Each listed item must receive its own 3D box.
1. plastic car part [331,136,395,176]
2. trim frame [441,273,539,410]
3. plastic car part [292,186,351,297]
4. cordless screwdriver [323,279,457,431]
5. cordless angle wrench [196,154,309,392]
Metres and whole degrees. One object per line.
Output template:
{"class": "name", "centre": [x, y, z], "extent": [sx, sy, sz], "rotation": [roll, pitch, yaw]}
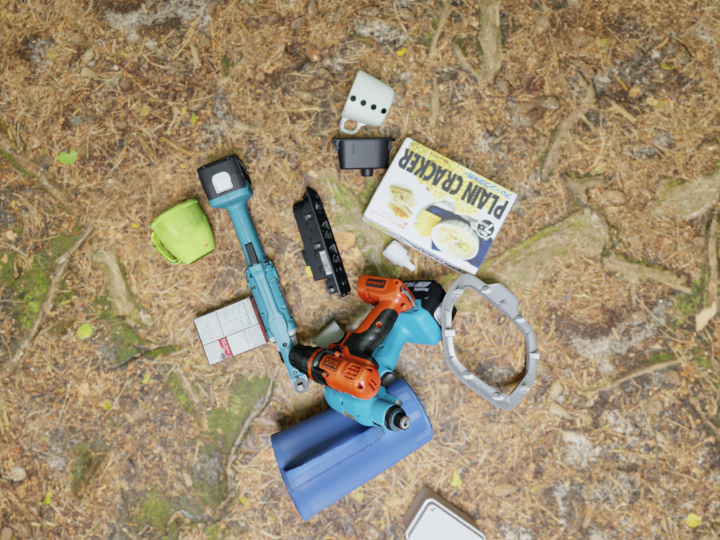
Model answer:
{"class": "plastic car part", "centre": [0.005, -0.206, 0.768], "extent": [0.116, 0.067, 0.070], "rotation": [2, 102, -2]}
{"class": "trim frame", "centre": [0.215, 0.113, 0.684], "extent": [0.239, 0.028, 0.185], "rotation": [36, 61, -20]}
{"class": "plastic car part", "centre": [-0.074, -0.048, 0.756], "extent": [0.069, 0.064, 0.204], "rotation": [-16, 86, 24]}
{"class": "cordless screwdriver", "centre": [0.065, 0.125, 0.647], "extent": [0.247, 0.166, 0.071], "rotation": [-50, 118, -25]}
{"class": "cordless angle wrench", "centre": [-0.173, 0.011, 0.742], "extent": [0.074, 0.098, 0.424], "rotation": [-21, 89, -2]}
